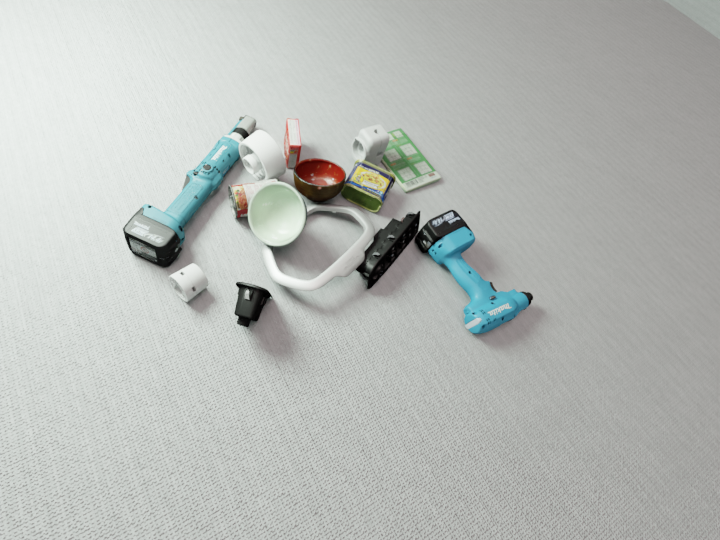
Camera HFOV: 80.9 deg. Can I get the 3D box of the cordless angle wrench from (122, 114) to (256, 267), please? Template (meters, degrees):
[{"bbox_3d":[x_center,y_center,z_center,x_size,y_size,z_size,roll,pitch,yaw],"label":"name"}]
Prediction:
[{"bbox_3d":[-0.322,-0.196,0.881,0.098,0.073,0.426,23,55,0],"label":"cordless angle wrench"}]

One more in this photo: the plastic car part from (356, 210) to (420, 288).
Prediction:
[{"bbox_3d":[0.053,-0.051,0.867,0.069,0.064,0.202,27,57,14],"label":"plastic car part"}]

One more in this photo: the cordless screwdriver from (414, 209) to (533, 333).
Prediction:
[{"bbox_3d":[0.234,-0.007,0.871,0.155,0.074,0.257,-20,69,-22],"label":"cordless screwdriver"}]

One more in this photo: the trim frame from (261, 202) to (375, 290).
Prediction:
[{"bbox_3d":[-0.082,-0.054,0.841,0.193,0.026,0.245,29,55,25],"label":"trim frame"}]

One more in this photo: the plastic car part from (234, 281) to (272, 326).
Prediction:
[{"bbox_3d":[-0.193,0.061,0.729,0.065,0.117,0.071,16,82,-6],"label":"plastic car part"}]
